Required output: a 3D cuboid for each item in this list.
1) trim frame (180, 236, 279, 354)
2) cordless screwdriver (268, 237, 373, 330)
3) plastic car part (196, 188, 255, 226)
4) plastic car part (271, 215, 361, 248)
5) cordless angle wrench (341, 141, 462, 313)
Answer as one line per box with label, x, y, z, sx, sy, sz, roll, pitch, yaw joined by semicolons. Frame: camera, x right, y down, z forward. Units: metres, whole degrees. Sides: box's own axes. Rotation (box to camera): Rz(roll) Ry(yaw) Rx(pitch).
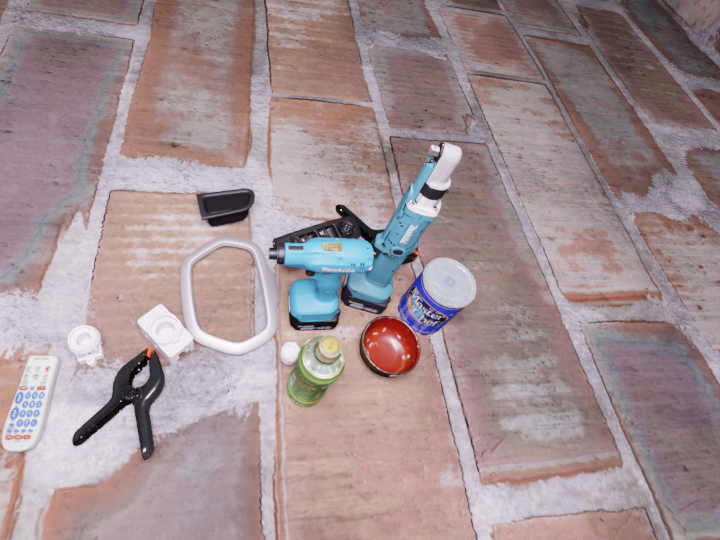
trim frame;-0.248;0.041;0.812;0.179;0.027;0.258;-9;60;-18
cordless screwdriver;-0.088;0.025;0.727;0.156;0.246;0.077;3;60;-15
plastic car part;-0.279;-0.125;0.887;0.113;0.070;0.068;-11;63;-20
plastic car part;-0.087;-0.057;0.888;0.198;0.066;0.069;-24;68;-26
cordless angle wrench;0.062;-0.051;0.705;0.097;0.419;0.076;18;57;-7
